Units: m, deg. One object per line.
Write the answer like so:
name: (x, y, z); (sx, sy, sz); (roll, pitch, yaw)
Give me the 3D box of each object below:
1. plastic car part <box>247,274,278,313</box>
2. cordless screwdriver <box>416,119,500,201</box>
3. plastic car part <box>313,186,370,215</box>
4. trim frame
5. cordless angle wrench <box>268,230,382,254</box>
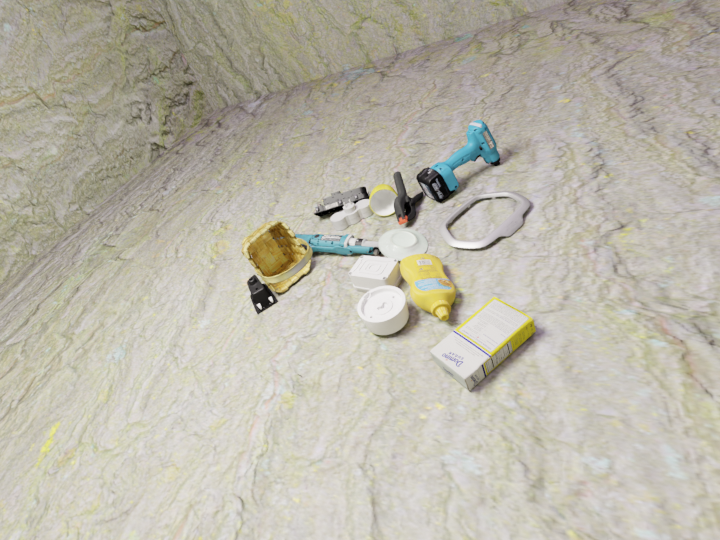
plastic car part: (-0.288, 0.054, 1.182); (0.065, 0.068, 0.123); (-31, 38, -11)
cordless screwdriver: (0.297, -0.301, 1.241); (0.249, 0.151, 0.078); (-43, 32, 1)
plastic car part: (-0.057, -0.230, 1.392); (0.207, 0.064, 0.068); (-11, 79, 15)
trim frame: (0.317, -0.133, 1.087); (0.245, 0.026, 0.195); (-39, 37, -20)
cordless angle wrench: (-0.123, -0.080, 1.253); (0.443, 0.071, 0.098); (5, 45, 33)
